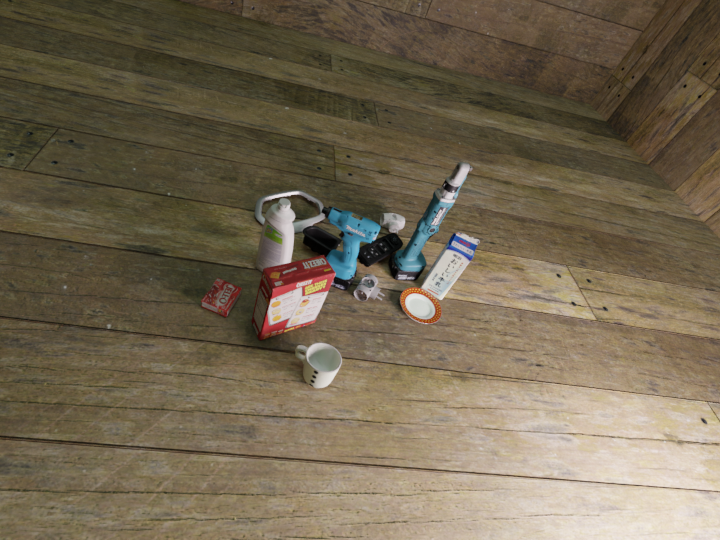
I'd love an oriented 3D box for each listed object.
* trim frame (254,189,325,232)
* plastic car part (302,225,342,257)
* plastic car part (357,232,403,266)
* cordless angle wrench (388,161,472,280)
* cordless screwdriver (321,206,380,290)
[{"bbox_3d":[-0.233,-0.198,1.403,0.240,0.027,0.193,-18,55,-31],"label":"trim frame"},{"bbox_3d":[-0.127,-0.083,1.295,0.119,0.070,0.066,28,44,8],"label":"plastic car part"},{"bbox_3d":[0.061,-0.059,1.337,0.069,0.066,0.198,42,49,20],"label":"plastic car part"},{"bbox_3d":[0.196,-0.131,1.200,0.095,0.418,0.077,4,48,-20],"label":"cordless angle wrench"},{"bbox_3d":[-0.058,-0.064,1.174,0.161,0.246,0.074,26,44,3],"label":"cordless screwdriver"}]
